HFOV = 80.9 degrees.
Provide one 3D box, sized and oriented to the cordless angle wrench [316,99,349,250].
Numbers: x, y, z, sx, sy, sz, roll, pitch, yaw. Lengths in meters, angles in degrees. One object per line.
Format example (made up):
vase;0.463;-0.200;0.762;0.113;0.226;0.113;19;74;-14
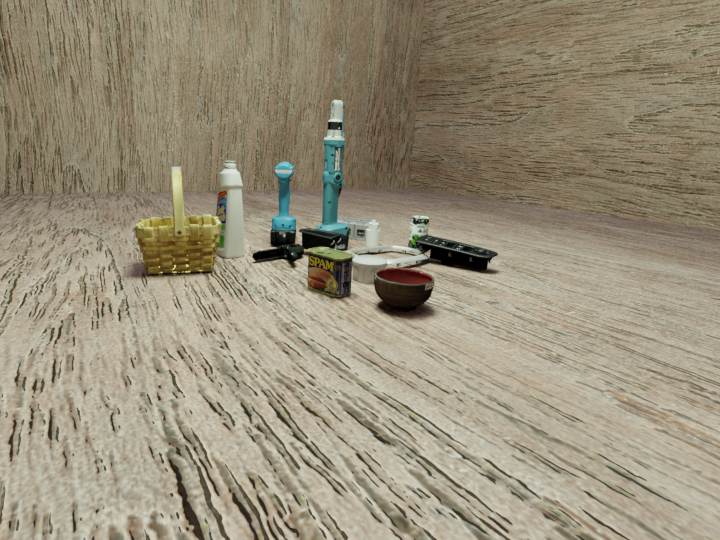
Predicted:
cordless angle wrench;-0.078;-0.266;1.211;0.094;0.417;0.078;-6;16;-36

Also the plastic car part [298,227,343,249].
plastic car part;-0.114;-0.074;1.163;0.122;0.070;0.064;11;16;28

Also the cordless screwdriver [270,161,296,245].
cordless screwdriver;-0.231;-0.206;1.292;0.074;0.245;0.162;2;13;-5

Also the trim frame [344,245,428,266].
trim frame;0.070;-0.041;1.148;0.238;0.027;0.195;-12;21;-40

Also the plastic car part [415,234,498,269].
plastic car part;0.248;-0.043;1.107;0.213;0.066;0.064;12;17;32
